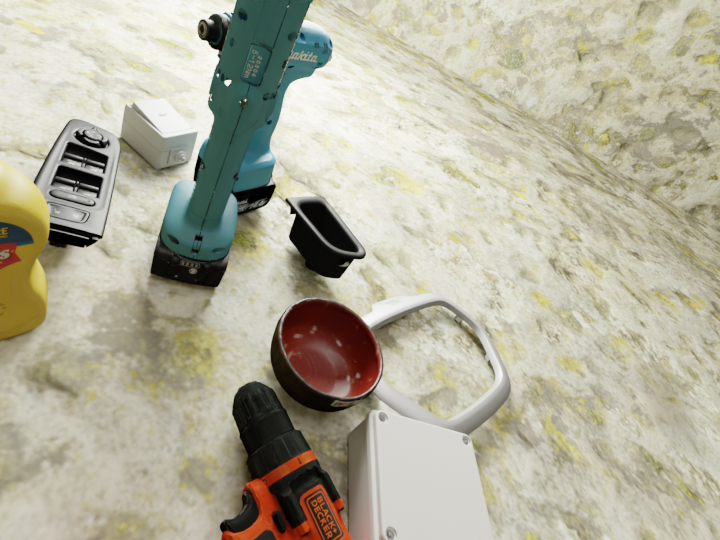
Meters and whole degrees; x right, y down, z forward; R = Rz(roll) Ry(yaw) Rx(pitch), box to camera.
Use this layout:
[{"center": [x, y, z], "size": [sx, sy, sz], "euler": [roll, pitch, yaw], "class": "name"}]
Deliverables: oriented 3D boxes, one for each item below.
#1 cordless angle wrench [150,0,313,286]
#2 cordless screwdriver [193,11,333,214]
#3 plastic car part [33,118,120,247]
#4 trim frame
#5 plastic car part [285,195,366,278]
[{"center": [-0.098, -0.150, 0.356], "size": [0.071, 0.423, 0.102], "euler": [16, 41, -24], "class": "cordless angle wrench"}, {"center": [-0.141, -0.175, 0.498], "size": [0.077, 0.248, 0.154], "euler": [49, 39, 17], "class": "cordless screwdriver"}, {"center": [-0.297, -0.091, 0.448], "size": [0.063, 0.067, 0.212], "euler": [9, 43, -29], "class": "plastic car part"}, {"center": [0.090, 0.102, 0.522], "size": [0.239, 0.027, 0.192], "euler": [-15, 56, -43], "class": "trim frame"}, {"center": [-0.053, -0.035, 0.545], "size": [0.063, 0.071, 0.122], "euler": [-9, 53, -42], "class": "plastic car part"}]
